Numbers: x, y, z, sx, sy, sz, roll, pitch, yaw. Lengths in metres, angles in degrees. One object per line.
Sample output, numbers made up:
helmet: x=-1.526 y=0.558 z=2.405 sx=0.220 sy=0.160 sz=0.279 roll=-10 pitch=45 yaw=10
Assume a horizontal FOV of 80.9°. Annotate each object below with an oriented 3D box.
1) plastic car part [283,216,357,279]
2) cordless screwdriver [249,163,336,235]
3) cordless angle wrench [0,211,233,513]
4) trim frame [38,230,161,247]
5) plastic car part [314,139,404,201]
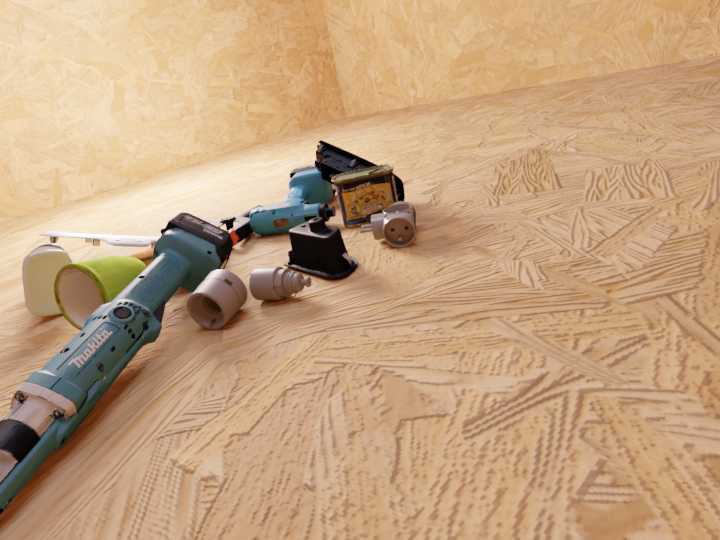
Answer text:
plastic car part: x=-0.055 y=-0.036 z=0.565 sx=0.064 sy=0.069 sz=0.123 roll=-29 pitch=24 yaw=-31
cordless screwdriver: x=-0.100 y=-0.145 z=0.838 sx=0.164 sy=0.072 sz=0.250 roll=-6 pitch=28 yaw=19
cordless angle wrench: x=-0.249 y=0.063 z=0.439 sx=0.097 sy=0.074 sz=0.430 roll=24 pitch=29 yaw=-9
trim frame: x=-0.454 y=-0.057 z=0.791 sx=0.236 sy=0.027 sz=0.193 roll=3 pitch=2 yaw=-41
plastic car part: x=-0.012 y=-0.175 z=0.784 sx=0.212 sy=0.064 sz=0.066 roll=28 pitch=47 yaw=25
